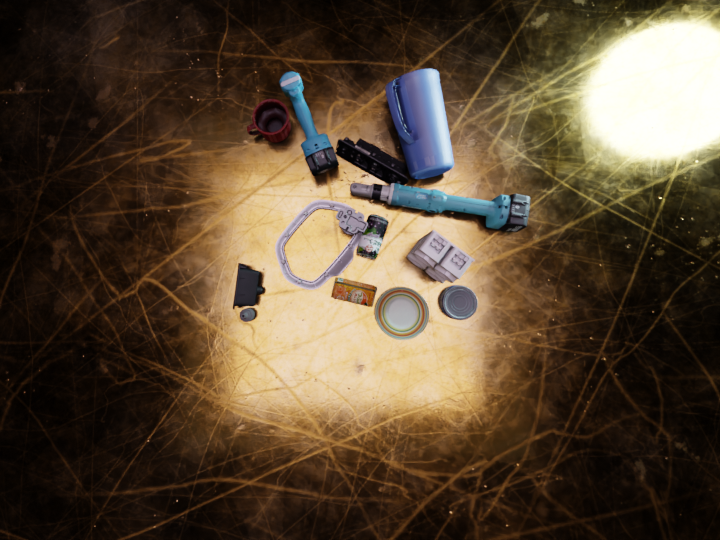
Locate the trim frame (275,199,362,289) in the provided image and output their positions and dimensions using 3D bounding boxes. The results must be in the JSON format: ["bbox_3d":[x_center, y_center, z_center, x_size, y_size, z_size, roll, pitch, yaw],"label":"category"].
[{"bbox_3d":[-0.105,-0.069,1.078,0.186,0.027,0.248,41,86,6],"label":"trim frame"}]

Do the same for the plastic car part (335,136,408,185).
[{"bbox_3d":[0.037,-0.280,1.077,0.206,0.065,0.067,35,61,7],"label":"plastic car part"}]

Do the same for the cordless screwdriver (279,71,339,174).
[{"bbox_3d":[-0.133,-0.367,1.070,0.074,0.161,0.245,-22,100,1],"label":"cordless screwdriver"}]

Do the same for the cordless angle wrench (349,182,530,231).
[{"bbox_3d":[0.182,-0.171,1.040,0.429,0.096,0.075,11,83,8],"label":"cordless angle wrench"}]

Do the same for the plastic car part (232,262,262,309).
[{"bbox_3d":[-0.282,0.041,1.066,0.069,0.067,0.117,4,88,-13],"label":"plastic car part"}]
